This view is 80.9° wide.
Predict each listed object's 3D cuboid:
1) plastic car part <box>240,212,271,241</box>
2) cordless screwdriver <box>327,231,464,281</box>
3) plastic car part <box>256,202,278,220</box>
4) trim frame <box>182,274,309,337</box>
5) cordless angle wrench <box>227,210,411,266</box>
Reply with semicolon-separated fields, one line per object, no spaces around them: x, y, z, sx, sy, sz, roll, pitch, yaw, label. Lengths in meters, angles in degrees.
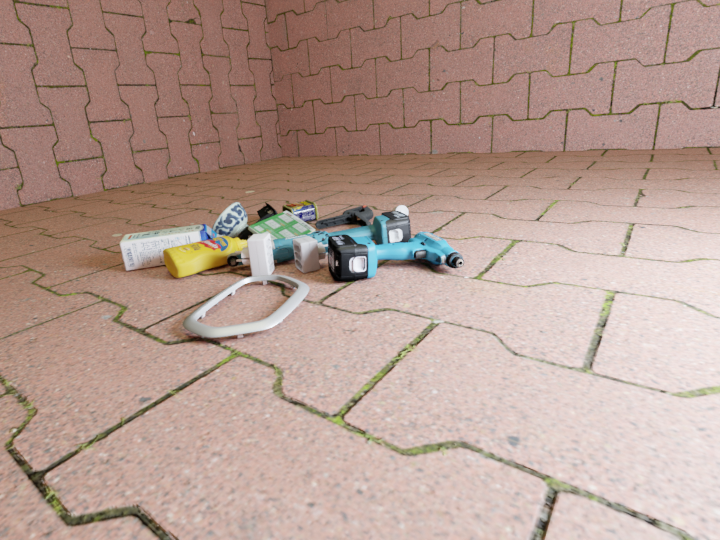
-0.288;-0.103;1.155;0.073;0.064;0.115;-13;18;25;plastic car part
0.065;-0.028;0.837;0.243;0.073;0.166;-7;20;-15;cordless screwdriver
-0.285;-0.163;1.314;0.067;0.064;0.211;-34;25;-4;plastic car part
-0.194;0.057;0.738;0.190;0.027;0.247;2;23;17;trim frame
-0.096;-0.062;0.977;0.418;0.073;0.101;-11;20;-9;cordless angle wrench
